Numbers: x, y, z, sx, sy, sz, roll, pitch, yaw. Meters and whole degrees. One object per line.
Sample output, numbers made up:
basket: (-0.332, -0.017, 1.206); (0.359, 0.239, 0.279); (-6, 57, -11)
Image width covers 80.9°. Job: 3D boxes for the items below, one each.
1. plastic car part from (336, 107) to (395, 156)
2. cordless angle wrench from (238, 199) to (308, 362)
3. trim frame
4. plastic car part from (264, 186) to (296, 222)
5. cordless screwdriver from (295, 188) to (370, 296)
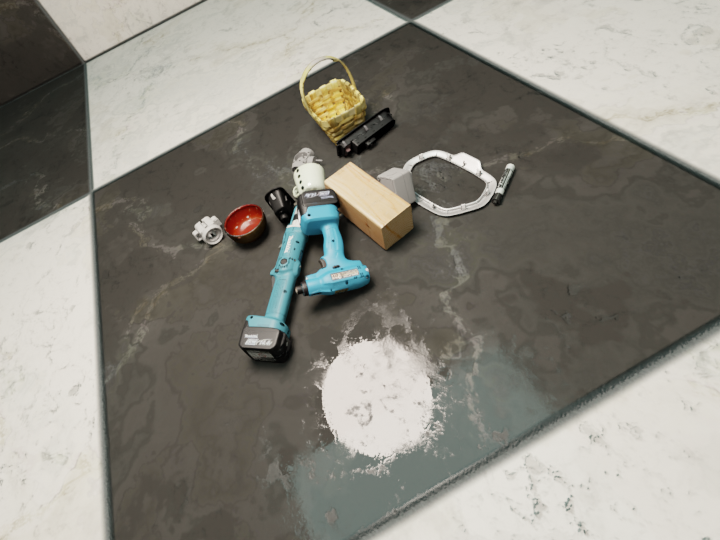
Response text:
plastic car part: (0.023, -0.390, 1.201); (0.201, 0.063, 0.070); (-43, 63, -14)
cordless angle wrench: (-0.170, -0.004, 0.973); (0.101, 0.071, 0.431); (-2, 54, 17)
trim frame: (0.204, -0.221, 1.031); (0.183, 0.026, 0.263); (-38, 50, -11)
plastic car part: (-0.202, -0.159, 1.089); (0.066, 0.113, 0.073); (-22, 75, 4)
cordless screwdriver: (-0.093, -0.061, 0.946); (0.156, 0.073, 0.258); (-13, 63, -13)
